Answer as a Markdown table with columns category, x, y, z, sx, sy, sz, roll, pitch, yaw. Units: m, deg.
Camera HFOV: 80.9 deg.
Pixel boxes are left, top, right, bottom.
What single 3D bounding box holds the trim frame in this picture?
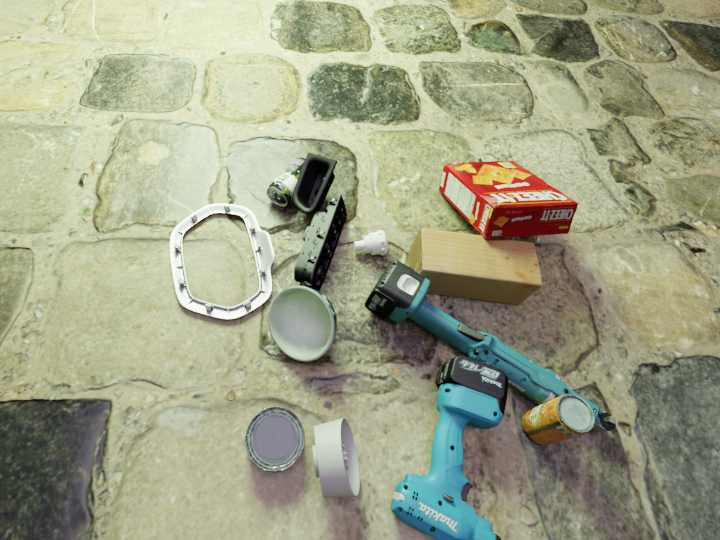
| category | x | y | z | sx | sy | sz | roll | pitch | yaw |
| --- | --- | --- | --- | --- | --- | --- | --- | --- | --- |
| trim frame | -0.254 | -0.026 | 0.779 | 0.181 | 0.027 | 0.258 | -12 | 59 | -13 |

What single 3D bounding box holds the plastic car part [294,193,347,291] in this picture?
| category | x | y | z | sx | sy | sz | roll | pitch | yaw |
| --- | --- | --- | --- | --- | --- | --- | --- | --- | --- |
| plastic car part | -0.077 | -0.050 | 0.789 | 0.068 | 0.064 | 0.206 | 7 | 59 | 8 |

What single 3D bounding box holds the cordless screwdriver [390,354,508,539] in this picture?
| category | x | y | z | sx | sy | sz | roll | pitch | yaw |
| --- | --- | --- | --- | --- | --- | --- | --- | --- | --- |
| cordless screwdriver | 0.160 | 0.264 | 0.618 | 0.162 | 0.073 | 0.250 | 23 | 64 | 7 |

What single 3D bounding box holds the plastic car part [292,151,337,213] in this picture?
| category | x | y | z | sx | sy | sz | roll | pitch | yaw |
| --- | --- | --- | --- | --- | --- | --- | --- | --- | --- |
| plastic car part | -0.088 | -0.165 | 0.845 | 0.068 | 0.068 | 0.116 | 21 | 90 | 19 |

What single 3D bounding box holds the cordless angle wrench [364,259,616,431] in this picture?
| category | x | y | z | sx | sy | sz | roll | pitch | yaw |
| --- | --- | --- | --- | --- | --- | --- | --- | --- | --- |
| cordless angle wrench | 0.209 | 0.133 | 0.697 | 0.430 | 0.096 | 0.074 | 32 | 61 | 9 |
